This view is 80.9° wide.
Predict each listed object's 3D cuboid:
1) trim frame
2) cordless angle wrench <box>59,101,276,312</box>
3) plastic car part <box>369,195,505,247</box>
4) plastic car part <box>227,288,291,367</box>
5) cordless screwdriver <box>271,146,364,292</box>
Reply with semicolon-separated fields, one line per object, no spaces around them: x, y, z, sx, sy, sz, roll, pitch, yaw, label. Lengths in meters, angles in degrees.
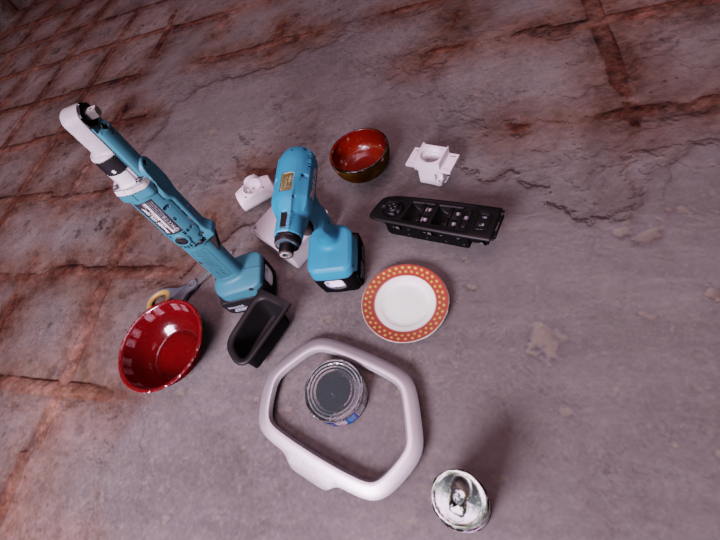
-0.033;0.195;0.583;0.261;0.026;0.185;16;67;29;trim frame
-0.245;-0.062;0.594;0.100;0.402;0.077;-13;56;11;cordless angle wrench
0.115;-0.077;0.671;0.213;0.064;0.066;16;66;29;plastic car part
-0.154;0.100;0.664;0.069;0.067;0.116;19;68;29;plastic car part
-0.060;-0.039;0.609;0.076;0.236;0.163;-7;58;14;cordless screwdriver
